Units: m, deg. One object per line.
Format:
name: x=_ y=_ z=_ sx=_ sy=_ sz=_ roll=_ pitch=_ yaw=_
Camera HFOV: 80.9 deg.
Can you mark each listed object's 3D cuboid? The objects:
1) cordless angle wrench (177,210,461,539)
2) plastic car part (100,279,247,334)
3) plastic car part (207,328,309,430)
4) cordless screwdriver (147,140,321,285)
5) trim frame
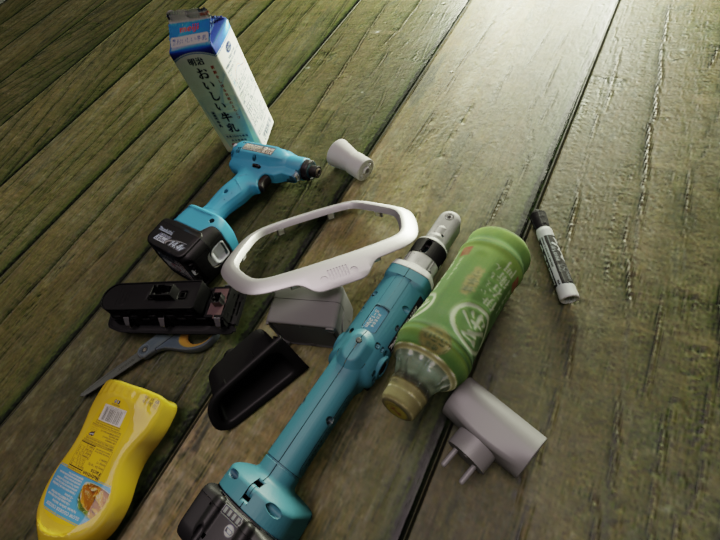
cordless angle wrench: x=-0.001 y=0.089 z=0.431 sx=0.078 sy=0.094 sz=0.421 roll=25 pitch=64 yaw=25
plastic car part: x=-0.251 y=0.044 z=0.539 sx=0.209 sy=0.063 sz=0.068 roll=-5 pitch=59 yaw=20
plastic car part: x=-0.130 y=0.112 z=0.477 sx=0.116 sy=0.062 sz=0.075 roll=-37 pitch=40 yaw=-5
cordless screwdriver: x=-0.176 y=-0.093 z=0.620 sx=0.167 sy=0.071 sz=0.249 roll=16 pitch=59 yaw=26
trim frame: x=-0.051 y=-0.033 z=0.524 sx=0.245 sy=0.026 sz=0.193 roll=-18 pitch=31 yaw=-10
